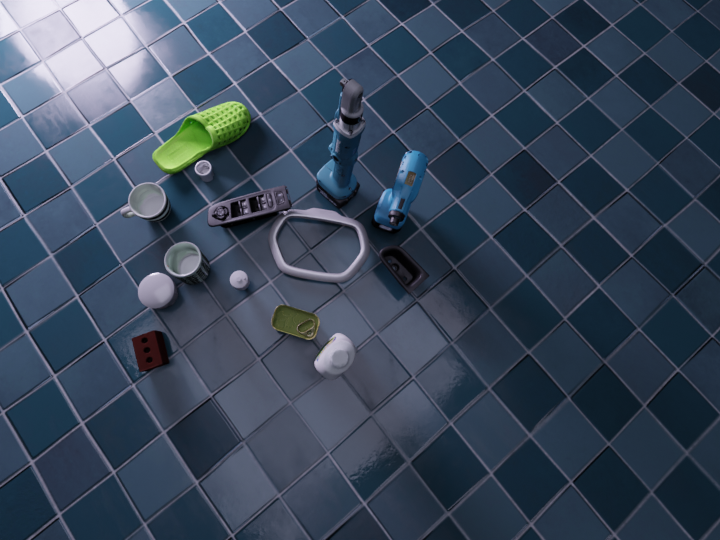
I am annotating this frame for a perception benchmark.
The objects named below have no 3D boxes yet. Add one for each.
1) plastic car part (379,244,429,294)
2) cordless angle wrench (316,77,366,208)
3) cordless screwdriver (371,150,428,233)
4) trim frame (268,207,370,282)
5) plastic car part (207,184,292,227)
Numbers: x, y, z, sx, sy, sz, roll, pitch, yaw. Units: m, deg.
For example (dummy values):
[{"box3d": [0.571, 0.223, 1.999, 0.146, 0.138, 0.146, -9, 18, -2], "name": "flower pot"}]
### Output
[{"box3d": [0.091, -0.005, 0.991, 0.065, 0.070, 0.119, -40, 81, -12], "name": "plastic car part"}, {"box3d": [-0.034, -0.248, 0.874, 0.099, 0.420, 0.074, 43, 76, 3], "name": "cordless angle wrench"}, {"box3d": [0.078, -0.141, 0.937, 0.074, 0.247, 0.160, 21, 76, -2], "name": "cordless screwdriver"}, {"box3d": [-0.100, -0.065, 1.024, 0.249, 0.027, 0.186, 8, 75, 0], "name": "trim frame"}, {"box3d": [-0.269, -0.147, 1.021, 0.201, 0.066, 0.068, -14, 78, -6], "name": "plastic car part"}]
